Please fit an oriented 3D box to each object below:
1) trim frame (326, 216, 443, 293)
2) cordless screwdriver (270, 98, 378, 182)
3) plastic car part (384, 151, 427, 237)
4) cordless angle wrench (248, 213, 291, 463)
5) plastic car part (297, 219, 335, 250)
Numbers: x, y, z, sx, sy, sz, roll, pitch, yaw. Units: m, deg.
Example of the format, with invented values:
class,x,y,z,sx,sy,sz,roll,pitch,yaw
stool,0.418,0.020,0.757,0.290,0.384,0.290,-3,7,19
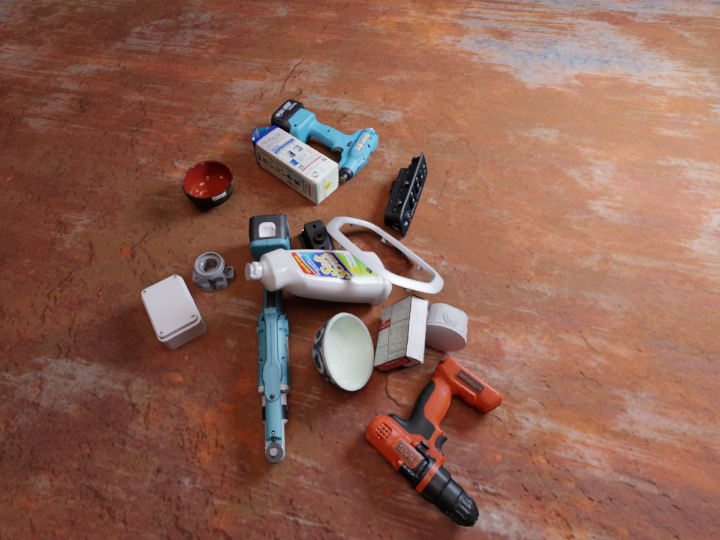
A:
class,x,y,z,sx,sy,sz,roll,pitch,yaw
trim frame,0.041,-0.033,0.774,0.176,0.027,0.262,-7,37,-47
cordless screwdriver,-0.098,-0.302,0.996,0.255,0.072,0.159,23,61,12
plastic car part,0.094,-0.163,0.899,0.069,0.063,0.205,6,57,16
cordless angle wrench,-0.152,0.097,0.732,0.074,0.095,0.436,-6,61,-4
plastic car part,-0.081,-0.053,0.831,0.065,0.068,0.122,-17,55,-9
